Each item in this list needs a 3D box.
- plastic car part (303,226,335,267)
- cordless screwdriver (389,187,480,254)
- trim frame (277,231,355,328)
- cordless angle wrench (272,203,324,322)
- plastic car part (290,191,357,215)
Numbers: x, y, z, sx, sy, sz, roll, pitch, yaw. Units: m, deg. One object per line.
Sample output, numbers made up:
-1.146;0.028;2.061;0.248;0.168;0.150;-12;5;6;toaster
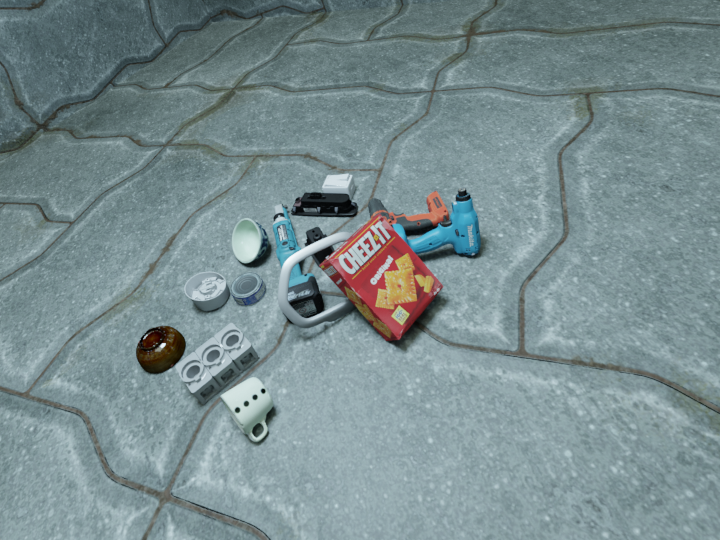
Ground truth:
-0.107;-0.070;1.096;0.065;0.068;0.123;-25;43;-7;plastic car part
0.144;-0.090;0.974;0.251;0.153;0.076;-13;27;8;cordless screwdriver
-0.068;0.023;0.925;0.244;0.180;0.028;-28;14;-21;trim frame
-0.188;-0.051;1.107;0.098;0.071;0.443;-20;43;-3;cordless angle wrench
-0.106;-0.197;1.225;0.210;0.064;0.066;8;43;20;plastic car part
